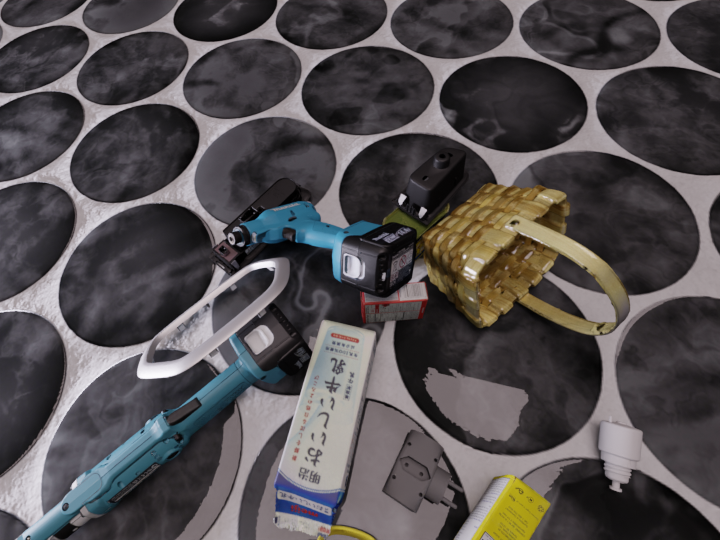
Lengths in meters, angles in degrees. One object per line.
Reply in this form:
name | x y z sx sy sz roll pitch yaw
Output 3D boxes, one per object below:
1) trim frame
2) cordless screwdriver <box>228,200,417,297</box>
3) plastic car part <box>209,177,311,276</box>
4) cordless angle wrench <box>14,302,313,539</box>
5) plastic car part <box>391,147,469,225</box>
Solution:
trim frame | -0.196 0.059 0.581 0.246 0.026 0.193 -43 29 -21
cordless screwdriver | -0.058 -0.038 0.593 0.263 0.073 0.154 22 32 37
plastic car part | -0.168 -0.088 0.708 0.070 0.064 0.201 31 65 28
cordless angle wrench | -0.249 0.210 0.535 0.420 0.094 0.078 -39 66 -11
plastic car part | 0.107 -0.133 0.598 0.069 0.068 0.116 38 73 22
